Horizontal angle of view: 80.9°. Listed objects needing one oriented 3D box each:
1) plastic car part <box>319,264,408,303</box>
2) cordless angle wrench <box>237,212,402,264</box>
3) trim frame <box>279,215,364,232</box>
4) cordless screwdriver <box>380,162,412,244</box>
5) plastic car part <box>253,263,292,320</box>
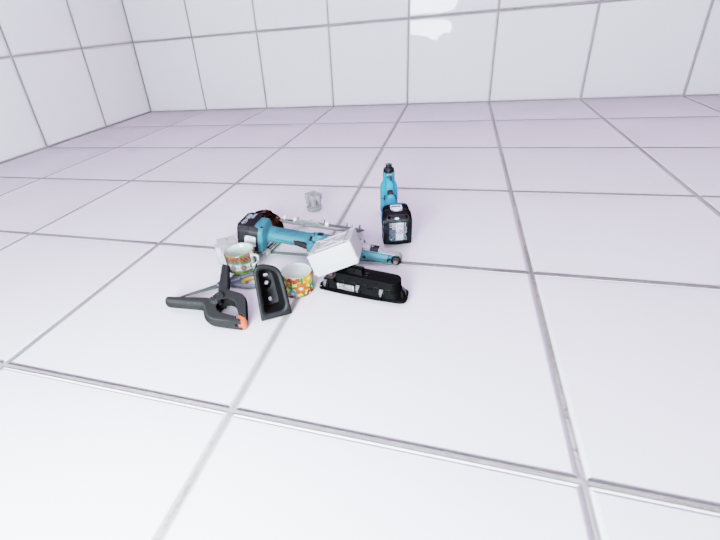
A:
[{"bbox_3d":[0.010,0.023,0.934,0.212,0.065,0.065,14,27,24],"label":"plastic car part"},{"bbox_3d":[-0.106,-0.069,1.080,0.433,0.072,0.098,11,33,12],"label":"cordless angle wrench"},{"bbox_3d":[-0.106,-0.130,1.172,0.259,0.027,0.178,12,11,25],"label":"trim frame"},{"bbox_3d":[0.089,-0.187,1.174,0.074,0.154,0.256,-3,32,-1],"label":"cordless screwdriver"},{"bbox_3d":[-0.195,0.038,0.902,0.064,0.115,0.073,-13,7,-17],"label":"plastic car part"}]
